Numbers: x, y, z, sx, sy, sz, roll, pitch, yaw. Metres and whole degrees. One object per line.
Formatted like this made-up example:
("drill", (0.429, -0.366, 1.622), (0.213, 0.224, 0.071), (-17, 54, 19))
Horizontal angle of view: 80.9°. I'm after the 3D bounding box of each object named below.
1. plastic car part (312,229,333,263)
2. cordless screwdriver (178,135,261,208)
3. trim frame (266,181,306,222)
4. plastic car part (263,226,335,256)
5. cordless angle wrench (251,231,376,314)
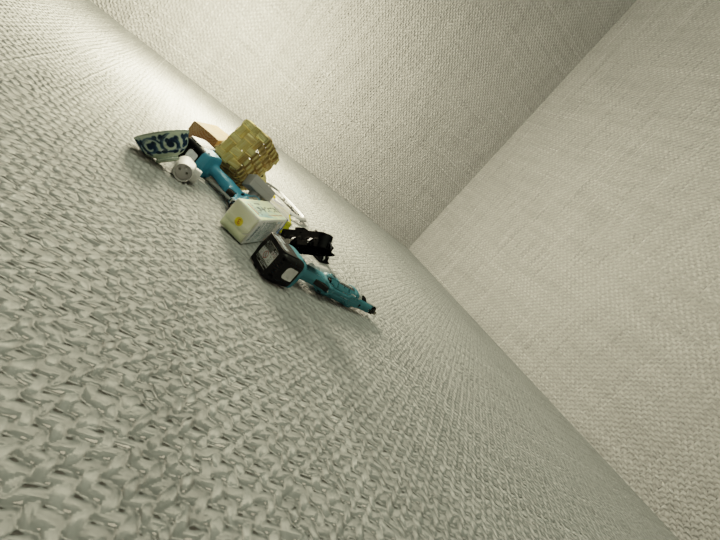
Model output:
("plastic car part", (-0.128, -0.084, 1.311), (0.121, 0.071, 0.063), (49, 12, 24))
("cordless screwdriver", (-0.371, -0.237, 1.097), (0.249, 0.075, 0.158), (45, 11, 0))
("trim frame", (-0.291, -0.256, 1.560), (0.260, 0.027, 0.175), (44, 12, 26))
("plastic car part", (-0.136, -0.067, 1.001), (0.214, 0.067, 0.062), (13, -20, 41))
("cordless angle wrench", (-0.081, 0.035, 1.017), (0.399, 0.074, 0.103), (32, 14, -49))
